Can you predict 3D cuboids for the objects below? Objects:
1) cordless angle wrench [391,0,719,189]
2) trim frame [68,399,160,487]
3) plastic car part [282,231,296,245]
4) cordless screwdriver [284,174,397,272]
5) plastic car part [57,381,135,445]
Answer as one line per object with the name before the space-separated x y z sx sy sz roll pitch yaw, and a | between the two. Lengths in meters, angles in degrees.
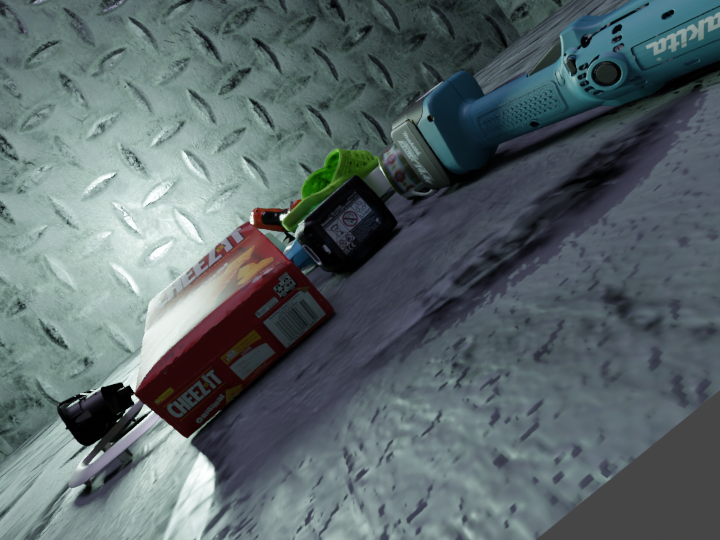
cordless angle wrench | 0.175 -0.145 0.283 0.073 0.095 0.438 -42 17 -21
trim frame | -0.250 0.161 0.527 0.187 0.027 0.249 -32 16 24
plastic car part | -0.143 -0.034 0.840 0.071 0.065 0.118 -55 10 -6
cordless screwdriver | -0.055 -0.036 0.561 0.158 0.073 0.253 -43 9 -8
plastic car part | -0.339 0.183 0.562 0.066 0.067 0.205 -26 -2 -18
